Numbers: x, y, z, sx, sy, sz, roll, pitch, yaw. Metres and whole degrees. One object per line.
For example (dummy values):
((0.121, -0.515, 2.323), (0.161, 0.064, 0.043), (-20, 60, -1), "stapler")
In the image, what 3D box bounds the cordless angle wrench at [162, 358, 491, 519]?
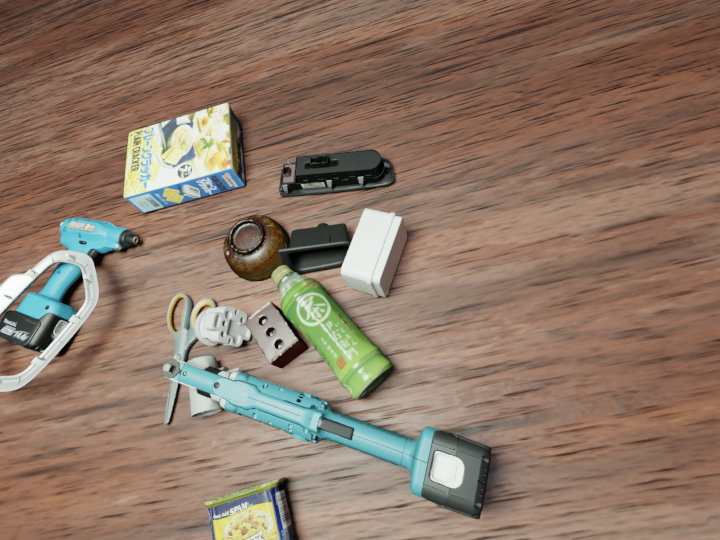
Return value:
((-0.067, 0.186, 0.535), (0.436, 0.094, 0.075), (14, 71, 16), "cordless angle wrench")

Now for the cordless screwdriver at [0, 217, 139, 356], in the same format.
((-0.503, 0.022, 0.745), (0.164, 0.071, 0.252), (7, 65, 16), "cordless screwdriver")

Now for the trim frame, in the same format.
((-0.524, 0.073, 0.670), (0.192, 0.026, 0.248), (26, 72, 25), "trim frame")

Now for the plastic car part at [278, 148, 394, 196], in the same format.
((-0.046, -0.174, 0.722), (0.207, 0.064, 0.068), (0, 61, 11), "plastic car part")

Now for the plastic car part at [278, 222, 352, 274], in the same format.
((-0.066, -0.043, 0.673), (0.117, 0.063, 0.073), (-11, 51, 5), "plastic car part")
